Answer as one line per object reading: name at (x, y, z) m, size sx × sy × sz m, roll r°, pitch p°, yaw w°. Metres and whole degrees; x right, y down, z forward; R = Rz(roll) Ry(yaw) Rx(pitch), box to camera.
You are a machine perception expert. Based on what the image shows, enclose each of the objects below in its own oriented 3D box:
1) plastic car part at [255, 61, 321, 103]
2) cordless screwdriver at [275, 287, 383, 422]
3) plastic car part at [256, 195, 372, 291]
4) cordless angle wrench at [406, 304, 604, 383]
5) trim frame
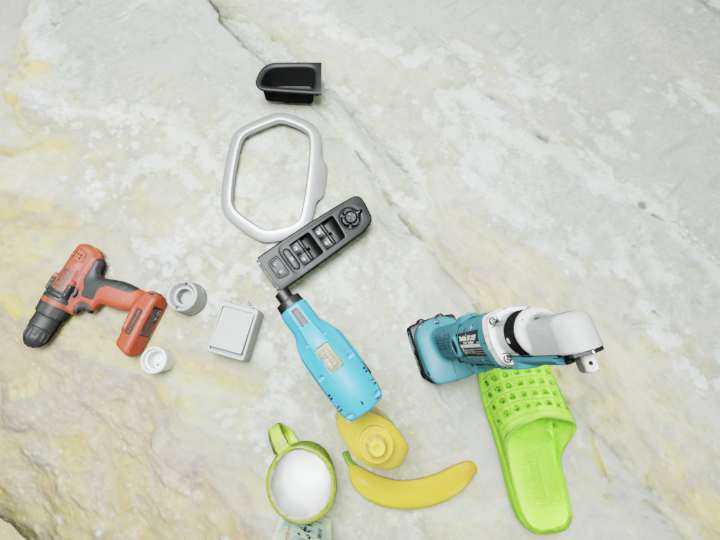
plastic car part at (-0.129, -0.336, 0.778) m, size 0.117 × 0.070 × 0.067 m, roll 1°, pitch 76°, yaw 1°
cordless screwdriver at (-0.048, 0.107, 0.563) m, size 0.074 × 0.245 × 0.163 m, roll -36°, pitch 81°, yaw -10°
plastic car part at (-0.068, -0.045, 0.698) m, size 0.202 × 0.066 × 0.068 m, roll -36°, pitch 79°, yaw -8°
cordless angle wrench at (0.131, 0.081, 0.475) m, size 0.074 × 0.417 × 0.100 m, roll -15°, pitch 79°, yaw -6°
trim frame at (-0.152, -0.170, 0.755) m, size 0.185 × 0.027 × 0.252 m, roll 4°, pitch 75°, yaw 3°
